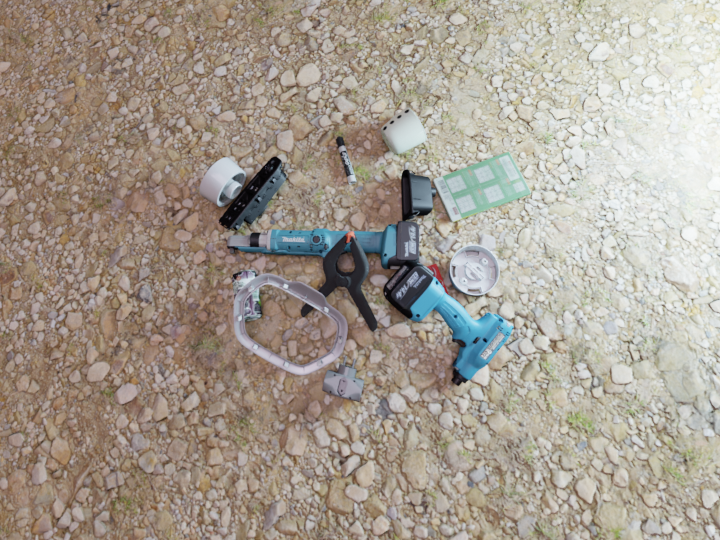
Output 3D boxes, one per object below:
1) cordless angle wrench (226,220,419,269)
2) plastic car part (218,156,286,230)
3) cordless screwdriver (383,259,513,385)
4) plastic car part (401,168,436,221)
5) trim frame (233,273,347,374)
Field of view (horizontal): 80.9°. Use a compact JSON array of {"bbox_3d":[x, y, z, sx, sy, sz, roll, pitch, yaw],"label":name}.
[{"bbox_3d":[-0.090,-0.059,0.920,0.431,0.072,0.099,2,78,10],"label":"cordless angle wrench"},{"bbox_3d":[-0.234,-0.170,0.964,0.203,0.063,0.070,-57,35,-6],"label":"plastic car part"},{"bbox_3d":[0.153,0.102,0.819,0.246,0.075,0.159,36,94,-5],"label":"cordless screwdriver"},{"bbox_3d":[0.129,-0.166,0.923,0.070,0.066,0.118,5,74,-9],"label":"plastic car part"},{"bbox_3d":[-0.146,0.111,0.869,0.247,0.028,0.184,32,96,-2],"label":"trim frame"}]
